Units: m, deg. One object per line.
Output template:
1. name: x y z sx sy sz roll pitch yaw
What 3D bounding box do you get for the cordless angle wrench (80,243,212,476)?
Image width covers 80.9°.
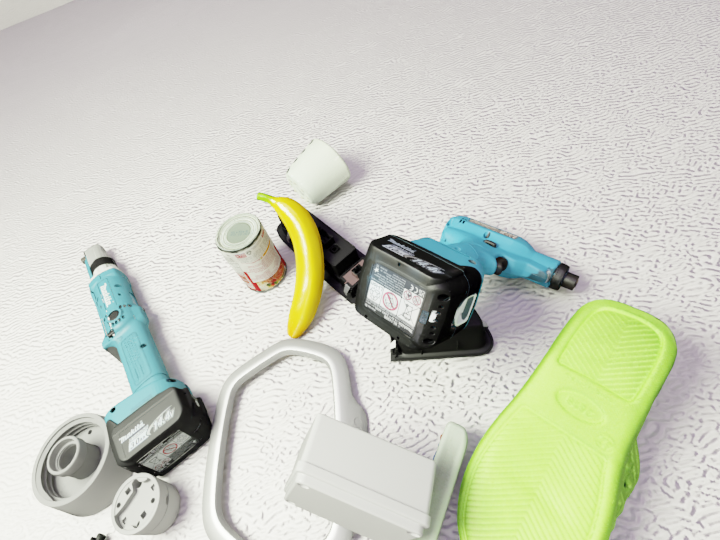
1. cordless angle wrench: -0.338 0.080 0.606 0.097 0.071 0.447 -38 51 -12

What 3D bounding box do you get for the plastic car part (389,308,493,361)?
1. plastic car part: 0.086 0.060 0.478 0.119 0.067 0.068 -7 55 16

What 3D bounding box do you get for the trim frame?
1. trim frame: -0.083 0.191 0.466 0.187 0.026 0.256 -12 51 11

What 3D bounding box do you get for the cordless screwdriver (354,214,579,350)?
1. cordless screwdriver: 0.119 0.005 0.440 0.168 0.073 0.240 27 30 30

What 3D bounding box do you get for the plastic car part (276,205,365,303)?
1. plastic car part: -0.059 -0.039 0.605 0.066 0.063 0.215 -45 52 -9
